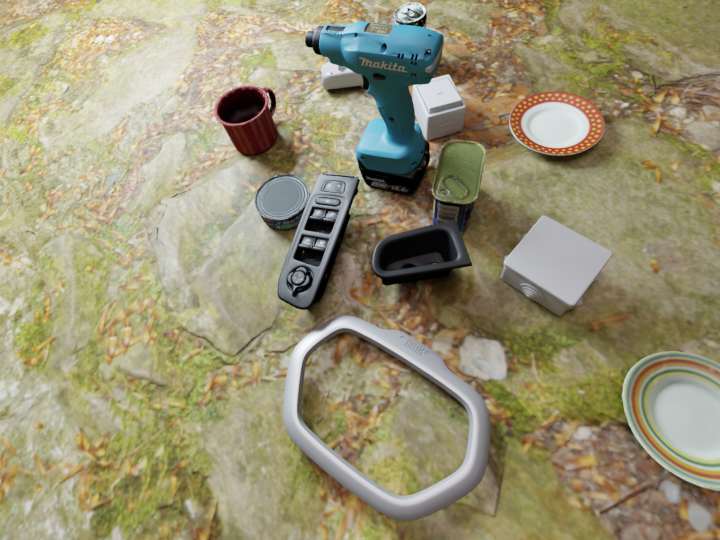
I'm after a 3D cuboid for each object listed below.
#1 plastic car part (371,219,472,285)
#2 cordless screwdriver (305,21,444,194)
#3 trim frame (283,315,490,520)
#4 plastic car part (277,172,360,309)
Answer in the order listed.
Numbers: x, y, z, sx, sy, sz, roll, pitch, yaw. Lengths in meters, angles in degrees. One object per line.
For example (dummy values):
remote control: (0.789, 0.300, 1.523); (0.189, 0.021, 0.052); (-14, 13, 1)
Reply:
plastic car part: (0.072, -0.011, 0.545); (0.117, 0.068, 0.068); (-13, 62, 3)
cordless screwdriver: (0.020, -0.212, 0.565); (0.165, 0.239, 0.075); (19, 67, 17)
trim frame: (0.023, 0.157, 0.489); (0.259, 0.026, 0.184); (28, 71, 23)
plastic car part: (-0.057, -0.038, 0.587); (0.068, 0.064, 0.205); (13, 65, 15)
